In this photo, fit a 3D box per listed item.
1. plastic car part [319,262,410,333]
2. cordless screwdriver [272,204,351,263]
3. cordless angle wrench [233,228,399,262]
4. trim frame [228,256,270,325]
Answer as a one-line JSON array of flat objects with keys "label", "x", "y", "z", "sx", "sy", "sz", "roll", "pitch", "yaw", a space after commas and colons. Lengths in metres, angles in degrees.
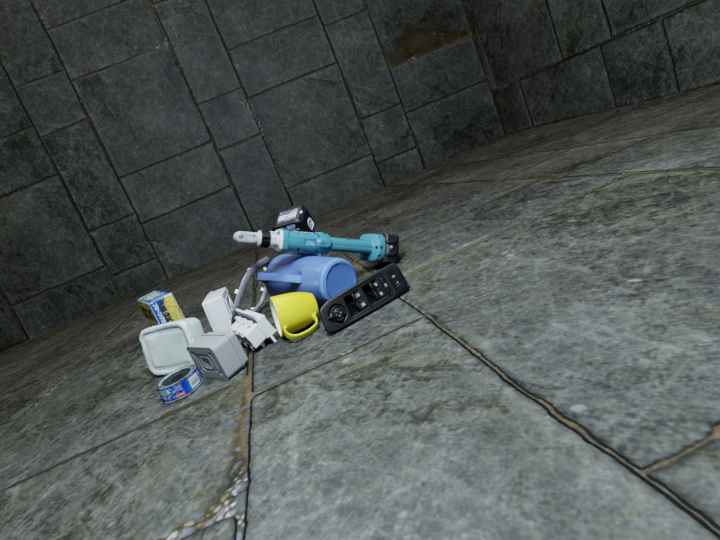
[{"label": "plastic car part", "x": -0.002, "y": 0.057, "z": 0.862, "sx": 0.199, "sy": 0.066, "sz": 0.069, "roll": -30, "pitch": 4, "yaw": -25}, {"label": "cordless screwdriver", "x": -0.130, "y": -0.066, "z": 1.163, "sx": 0.164, "sy": 0.237, "sz": 0.076, "roll": -8, "pitch": 44, "yaw": 19}, {"label": "cordless angle wrench", "x": -0.102, "y": -0.067, "z": 1.047, "sx": 0.407, "sy": 0.074, "sz": 0.102, "roll": 3, "pitch": 0, "yaw": -25}, {"label": "trim frame", "x": -0.284, "y": 0.061, "z": 1.100, "sx": 0.028, "sy": 0.182, "sz": 0.249, "roll": 14, "pitch": 18, "yaw": 2}]
